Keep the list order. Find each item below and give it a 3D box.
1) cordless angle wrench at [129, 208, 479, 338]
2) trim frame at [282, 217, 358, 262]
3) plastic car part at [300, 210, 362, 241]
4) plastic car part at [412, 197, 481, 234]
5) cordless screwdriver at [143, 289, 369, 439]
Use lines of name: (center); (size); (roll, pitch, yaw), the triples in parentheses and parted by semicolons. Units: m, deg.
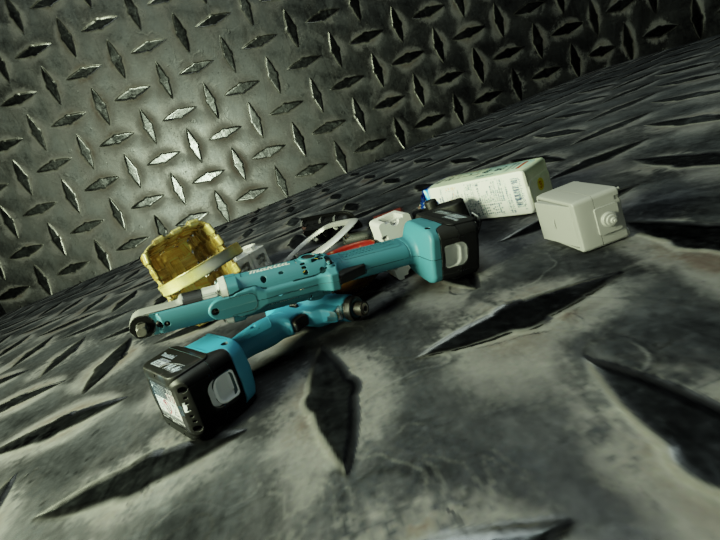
cordless angle wrench: (-0.057, 0.008, 0.515); (0.415, 0.072, 0.102); (-15, 20, -15)
trim frame: (-0.088, -0.058, 0.900); (0.183, 0.027, 0.255); (-43, 14, -15)
plastic car part: (-0.085, -0.107, 1.056); (0.212, 0.064, 0.066); (-6, 36, 46)
plastic car part: (0.136, -0.089, 0.721); (0.121, 0.069, 0.065); (-10, 17, 27)
cordless screwdriver: (-0.111, 0.088, 0.501); (0.167, 0.073, 0.243); (-3, 21, 39)
